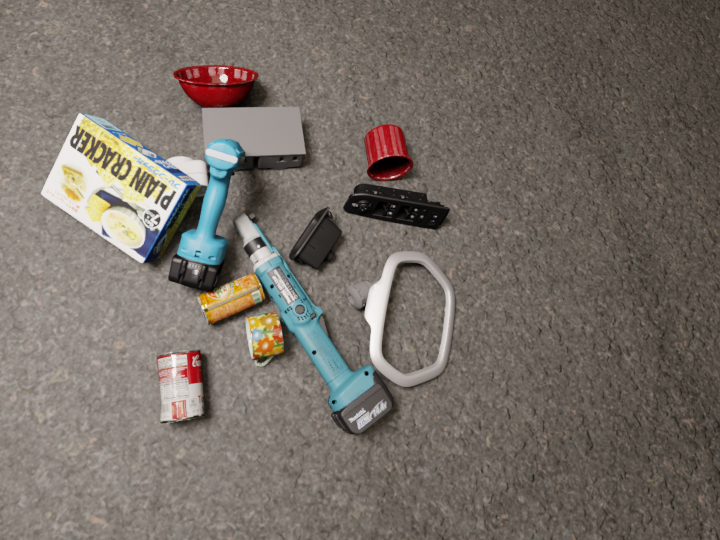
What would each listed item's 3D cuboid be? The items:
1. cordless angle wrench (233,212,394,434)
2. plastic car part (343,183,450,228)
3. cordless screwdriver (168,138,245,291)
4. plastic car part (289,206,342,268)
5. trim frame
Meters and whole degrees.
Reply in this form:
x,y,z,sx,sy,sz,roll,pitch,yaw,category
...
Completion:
x,y,z,sx,sy,sz,roll,pitch,yaw,category
-0.105,0.074,0.736,0.096,0.074,0.432,-31,77,-19,cordless angle wrench
0.068,-0.135,0.838,0.200,0.065,0.069,5,63,-9,plastic car part
-0.248,-0.100,0.716,0.073,0.163,0.247,16,102,-13,cordless screwdriver
-0.077,-0.051,0.790,0.069,0.068,0.117,34,72,-16,plastic car part
0.094,0.083,0.769,0.177,0.028,0.251,19,70,-20,trim frame
